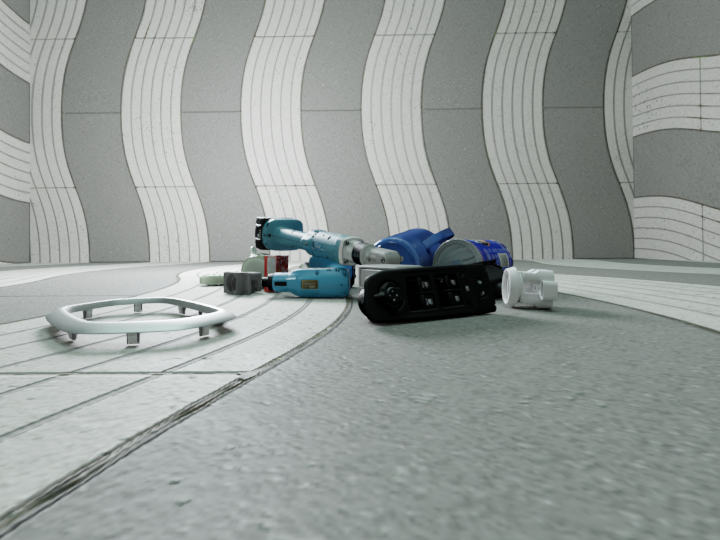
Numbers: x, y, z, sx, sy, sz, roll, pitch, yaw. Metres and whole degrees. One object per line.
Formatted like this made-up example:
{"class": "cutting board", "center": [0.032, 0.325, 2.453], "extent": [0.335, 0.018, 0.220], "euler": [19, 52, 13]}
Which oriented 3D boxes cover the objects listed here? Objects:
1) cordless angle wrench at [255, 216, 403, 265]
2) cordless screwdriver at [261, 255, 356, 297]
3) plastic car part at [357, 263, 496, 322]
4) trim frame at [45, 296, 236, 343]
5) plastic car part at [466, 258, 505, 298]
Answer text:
{"class": "cordless angle wrench", "center": [-0.081, -0.053, 0.829], "extent": [0.094, 0.074, 0.446], "euler": [-4, 12, -37]}
{"class": "cordless screwdriver", "center": [-0.090, 0.009, 0.850], "extent": [0.161, 0.074, 0.247], "euler": [0, 7, 6]}
{"class": "plastic car part", "center": [0.077, 0.029, 0.534], "extent": [0.194, 0.067, 0.069], "euler": [-2, -8, -33]}
{"class": "trim frame", "center": [-0.250, 0.053, 0.488], "extent": [0.176, 0.027, 0.260], "euler": [-5, 4, -43]}
{"class": "plastic car part", "center": [0.220, 0.023, 0.723], "extent": [0.111, 0.065, 0.075], "euler": [-7, 19, -41]}
